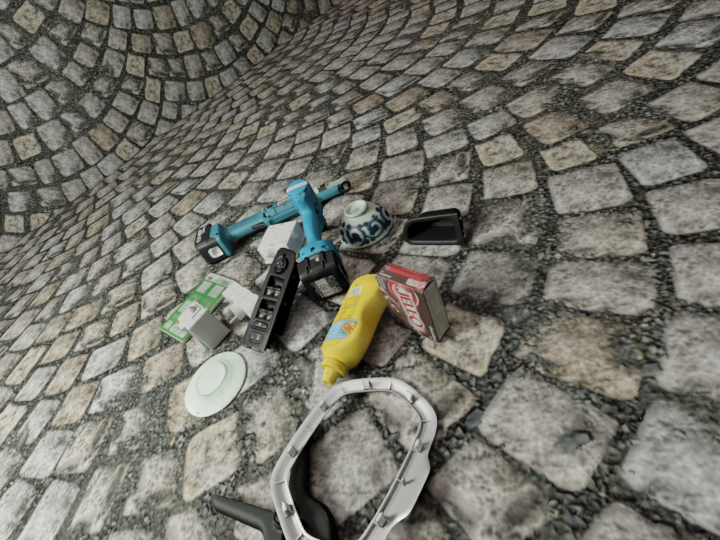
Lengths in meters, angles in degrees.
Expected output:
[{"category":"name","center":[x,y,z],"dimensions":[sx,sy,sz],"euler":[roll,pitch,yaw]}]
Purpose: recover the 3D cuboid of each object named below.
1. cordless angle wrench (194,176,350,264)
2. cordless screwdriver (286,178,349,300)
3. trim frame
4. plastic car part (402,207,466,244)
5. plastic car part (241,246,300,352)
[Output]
[{"category":"cordless angle wrench","center":[-0.222,-0.142,1.086],"dimensions":[0.426,0.071,0.102],"euler":[-23,39,7]},{"category":"cordless screwdriver","center":[-0.085,-0.056,0.869],"dimensions":[0.075,0.151,0.259],"euler":[-22,54,7]},{"category":"trim frame","center":[-0.007,0.235,0.539],"dimensions":[0.194,0.026,0.246],"euler":[14,47,34]},{"category":"plastic car part","center":[0.143,-0.089,0.796],"dimensions":[0.122,0.064,0.070],"euler":[1,33,39]},{"category":"plastic car part","center":[-0.156,0.056,0.809],"dimensions":[0.070,0.063,0.204],"euler":[2,74,45]}]
